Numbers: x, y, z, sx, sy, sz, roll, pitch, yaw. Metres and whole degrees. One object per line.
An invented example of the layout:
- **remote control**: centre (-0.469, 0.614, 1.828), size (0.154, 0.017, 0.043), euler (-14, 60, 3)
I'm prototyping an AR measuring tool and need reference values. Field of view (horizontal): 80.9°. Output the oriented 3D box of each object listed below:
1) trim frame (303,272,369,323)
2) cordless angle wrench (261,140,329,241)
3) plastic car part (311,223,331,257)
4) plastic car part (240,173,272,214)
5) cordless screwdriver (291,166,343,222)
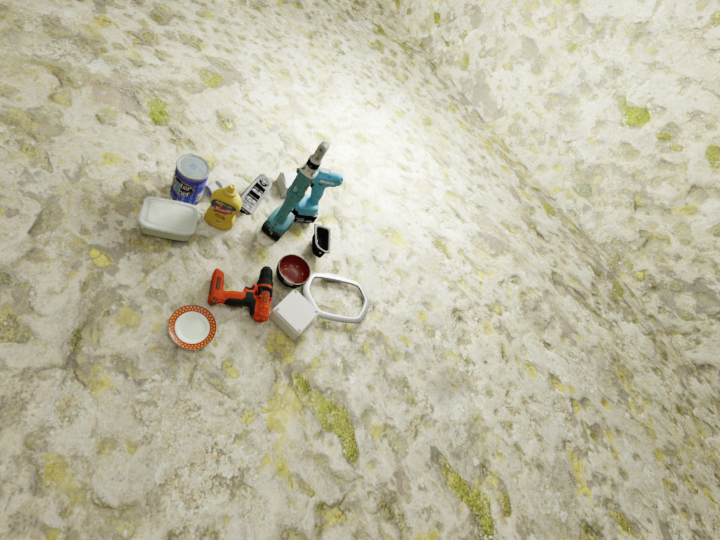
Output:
- **trim frame**: centre (-0.079, 0.087, 1.406), size (0.239, 0.028, 0.190), euler (11, 54, -22)
- **cordless angle wrench**: centre (-0.198, -0.241, 1.307), size (0.074, 0.426, 0.098), euler (38, 48, -6)
- **plastic car part**: centre (-0.144, -0.094, 1.469), size (0.064, 0.071, 0.120), euler (15, 53, -22)
- **plastic car part**: centre (-0.368, -0.258, 1.465), size (0.065, 0.067, 0.204), euler (31, 49, -9)
- **cordless screwdriver**: centre (-0.181, -0.264, 1.449), size (0.153, 0.251, 0.077), euler (8, 58, -27)
